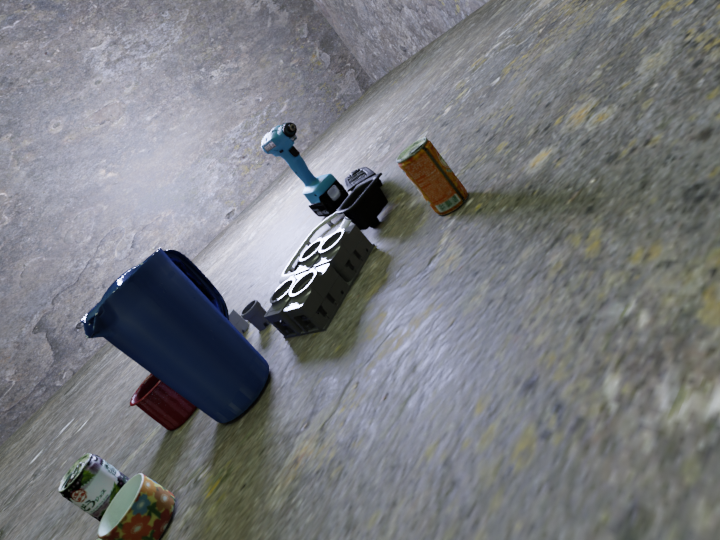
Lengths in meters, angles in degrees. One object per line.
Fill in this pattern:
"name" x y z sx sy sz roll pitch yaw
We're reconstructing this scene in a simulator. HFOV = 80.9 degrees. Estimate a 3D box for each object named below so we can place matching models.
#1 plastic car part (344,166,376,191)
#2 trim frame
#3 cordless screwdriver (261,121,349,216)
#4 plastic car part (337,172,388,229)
"plastic car part" 0.005 -0.190 0.931 0.067 0.065 0.209 -39 21 8
"trim frame" -0.087 -0.057 0.889 0.189 0.026 0.250 -26 27 36
"cordless screwdriver" -0.127 -0.245 1.020 0.074 0.241 0.165 -48 19 -21
"plastic car part" 0.010 -0.114 0.774 0.068 0.069 0.116 -22 28 46
